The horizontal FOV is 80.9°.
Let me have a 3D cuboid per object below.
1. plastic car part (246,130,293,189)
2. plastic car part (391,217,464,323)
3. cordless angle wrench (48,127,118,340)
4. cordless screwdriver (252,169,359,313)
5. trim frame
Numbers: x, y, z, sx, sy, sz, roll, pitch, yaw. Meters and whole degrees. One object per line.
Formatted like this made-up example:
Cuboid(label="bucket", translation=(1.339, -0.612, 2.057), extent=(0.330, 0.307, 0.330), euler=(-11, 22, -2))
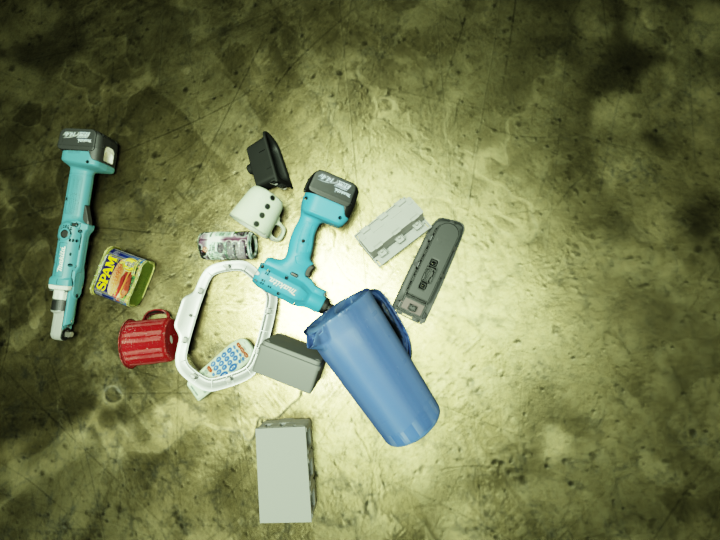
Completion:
Cuboid(label="plastic car part", translation=(-0.190, -0.207, 0.837), extent=(0.072, 0.063, 0.119), euler=(-25, 76, 16))
Cuboid(label="plastic car part", translation=(0.126, -0.008, 0.764), extent=(0.068, 0.065, 0.203), euler=(24, 83, 14))
Cuboid(label="cordless angle wrench", translation=(-0.581, -0.073, 0.860), extent=(0.099, 0.073, 0.425), euler=(5, 85, 6))
Cuboid(label="cordless screwdriver", translation=(-0.077, -0.050, 0.787), extent=(0.158, 0.075, 0.249), euler=(27, 88, -6))
Cuboid(label="trim frame", translation=(-0.256, 0.098, 0.794), extent=(0.188, 0.027, 0.251), euler=(10, 75, 11))
